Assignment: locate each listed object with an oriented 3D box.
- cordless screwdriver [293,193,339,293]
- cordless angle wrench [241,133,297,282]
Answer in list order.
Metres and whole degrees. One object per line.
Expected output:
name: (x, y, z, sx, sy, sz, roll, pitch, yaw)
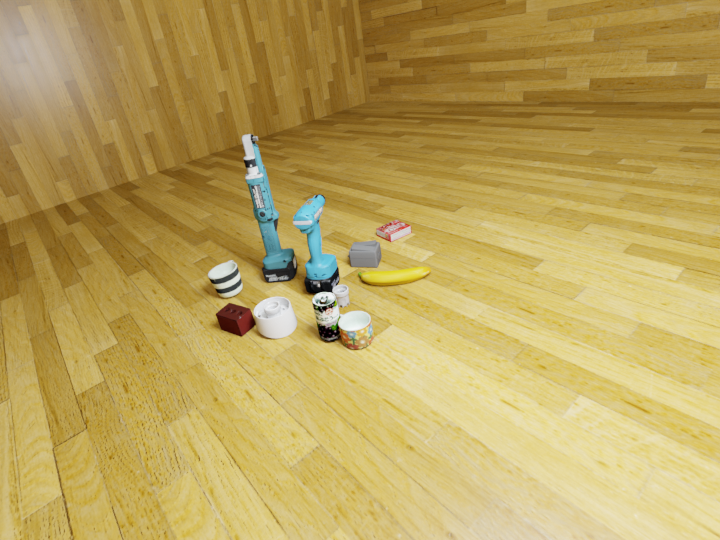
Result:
cordless screwdriver: (-0.110, -0.072, 1.124, 0.076, 0.241, 0.160, 0, 29, 17)
cordless angle wrench: (-0.262, -0.164, 1.164, 0.099, 0.409, 0.076, -5, 28, 8)
